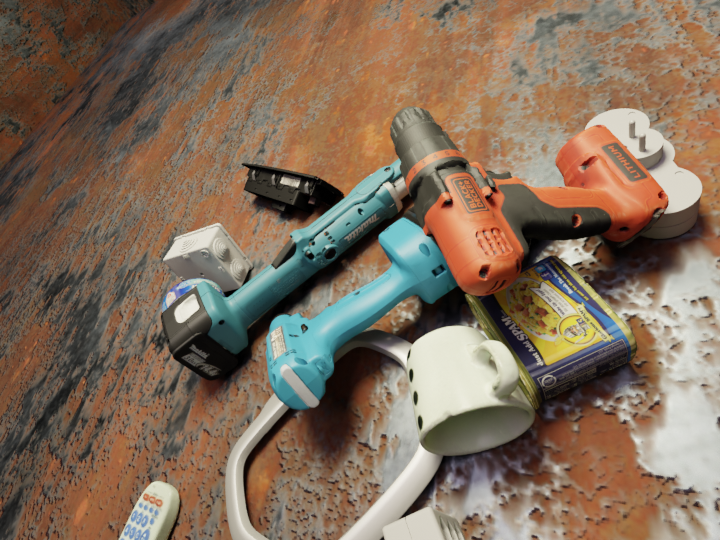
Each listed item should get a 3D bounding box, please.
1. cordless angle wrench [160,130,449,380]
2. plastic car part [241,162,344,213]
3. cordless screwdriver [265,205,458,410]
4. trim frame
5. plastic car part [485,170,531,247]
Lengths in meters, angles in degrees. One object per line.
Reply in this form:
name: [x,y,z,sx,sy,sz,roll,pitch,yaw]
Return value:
cordless angle wrench: [-0.052,-0.034,0.530,0.422,0.093,0.078,-39,45,-3]
plastic car part: [-0.120,-0.127,0.659,0.215,0.063,0.067,27,100,41]
cordless screwdriver: [0.005,0.021,0.440,0.248,0.072,0.164,-38,20,-2]
trim frame: [-0.032,0.164,0.405,0.248,0.026,0.195,-47,47,-3]
plastic car part: [0.145,-0.063,0.440,0.070,0.063,0.123,-32,47,-12]
